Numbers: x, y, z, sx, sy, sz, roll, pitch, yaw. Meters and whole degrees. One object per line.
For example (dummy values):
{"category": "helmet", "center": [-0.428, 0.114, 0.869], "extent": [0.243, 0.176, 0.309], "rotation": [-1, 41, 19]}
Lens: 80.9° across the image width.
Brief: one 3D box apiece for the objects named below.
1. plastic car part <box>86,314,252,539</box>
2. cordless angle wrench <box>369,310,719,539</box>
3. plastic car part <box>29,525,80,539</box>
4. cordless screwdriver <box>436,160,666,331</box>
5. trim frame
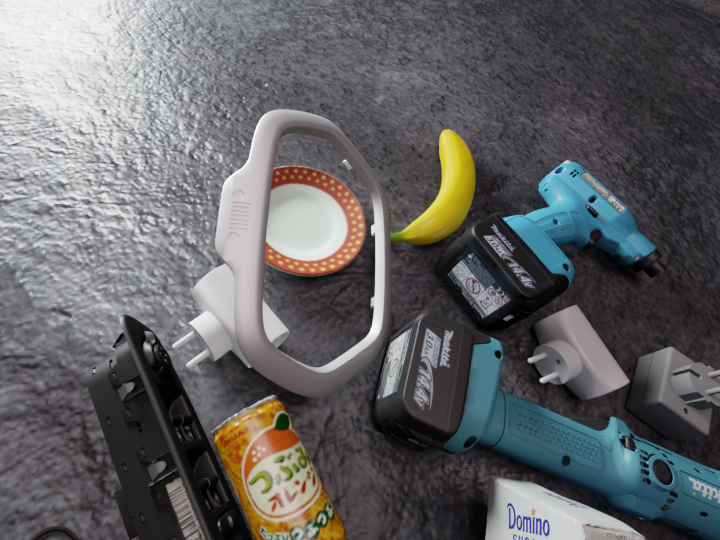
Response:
{"category": "plastic car part", "center": [-0.133, 0.128, 0.287], "extent": [0.067, 0.064, 0.210], "rotation": [-30, 70, -1]}
{"category": "cordless angle wrench", "center": [0.218, 0.161, 0.342], "extent": [0.422, 0.074, 0.099], "rotation": [24, 58, -2]}
{"category": "plastic car part", "center": [-0.165, 0.203, 0.224], "extent": [0.065, 0.071, 0.119], "rotation": [-34, 77, -31]}
{"category": "cordless screwdriver", "center": [0.211, -0.017, 0.444], "extent": [0.243, 0.074, 0.164], "rotation": [-29, 71, -31]}
{"category": "trim frame", "center": [-0.035, -0.023, 0.362], "extent": [0.174, 0.028, 0.252], "rotation": [17, 67, -42]}
